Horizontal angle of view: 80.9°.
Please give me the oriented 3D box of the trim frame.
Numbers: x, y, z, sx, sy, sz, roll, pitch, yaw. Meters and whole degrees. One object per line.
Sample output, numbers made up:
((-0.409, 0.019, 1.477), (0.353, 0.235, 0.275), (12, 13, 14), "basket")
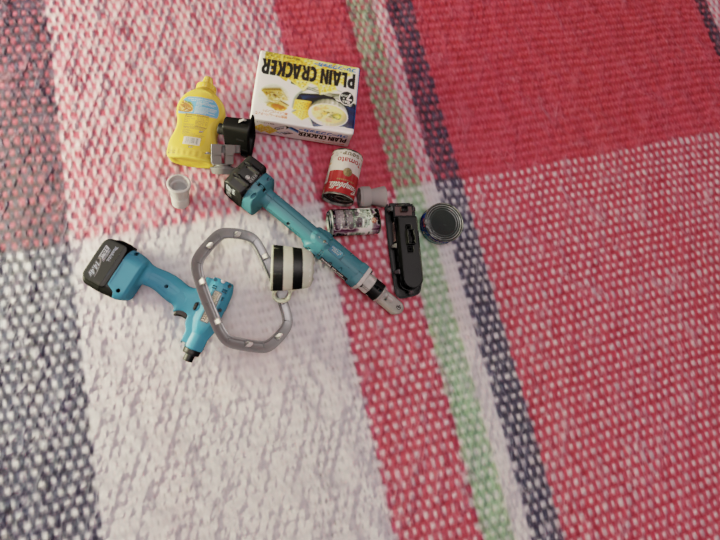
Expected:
((-0.213, 0.033, 0.788), (0.177, 0.028, 0.252), (-18, 80, -45), "trim frame")

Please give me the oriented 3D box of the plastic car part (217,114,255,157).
((-0.245, -0.271, 0.835), (0.070, 0.116, 0.066), (9, 79, -7), "plastic car part")

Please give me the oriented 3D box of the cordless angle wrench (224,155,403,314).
((-0.081, -0.053, 0.828), (0.421, 0.099, 0.074), (40, 72, -2), "cordless angle wrench")

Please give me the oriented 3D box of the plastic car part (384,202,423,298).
((0.098, -0.045, 0.866), (0.064, 0.068, 0.205), (0, 81, -18), "plastic car part")

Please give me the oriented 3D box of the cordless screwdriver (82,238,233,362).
((-0.375, 0.053, 0.772), (0.245, 0.075, 0.160), (24, 76, -7), "cordless screwdriver")
